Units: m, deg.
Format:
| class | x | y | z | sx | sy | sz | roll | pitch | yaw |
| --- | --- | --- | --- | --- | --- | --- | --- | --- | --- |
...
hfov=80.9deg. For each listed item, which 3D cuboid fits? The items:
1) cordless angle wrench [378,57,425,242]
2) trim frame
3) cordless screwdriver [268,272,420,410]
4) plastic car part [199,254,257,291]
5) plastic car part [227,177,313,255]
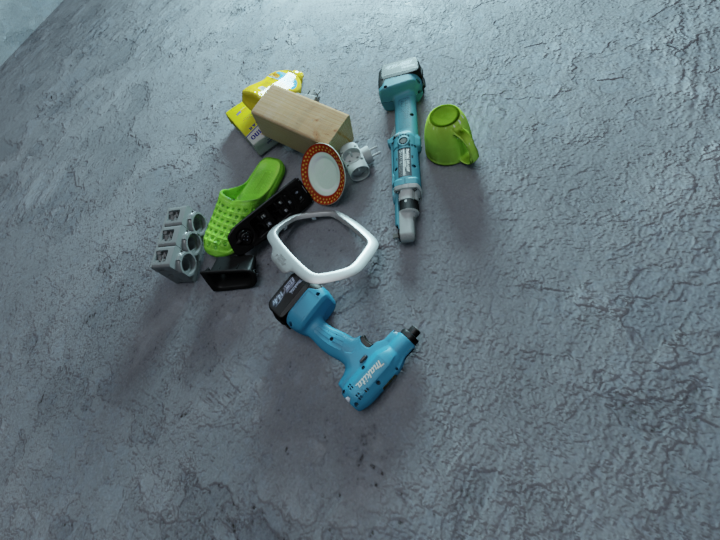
| class | x | y | z | sx | sy | sz | roll | pitch | yaw |
| --- | --- | --- | --- | --- | --- | --- | --- | --- | --- |
| cordless angle wrench | 0.090 | -0.248 | 0.858 | 0.101 | 0.071 | 0.433 | -8 | 64 | 18 |
| trim frame | -0.079 | -0.051 | 0.804 | 0.180 | 0.026 | 0.263 | -26 | 42 | -20 |
| cordless screwdriver | -0.032 | 0.094 | 0.728 | 0.159 | 0.071 | 0.261 | -47 | 60 | -6 |
| plastic car part | -0.263 | -0.004 | 0.886 | 0.119 | 0.063 | 0.073 | -7 | 48 | 14 |
| plastic car part | -0.202 | -0.116 | 0.901 | 0.201 | 0.063 | 0.071 | -43 | 34 | -15 |
